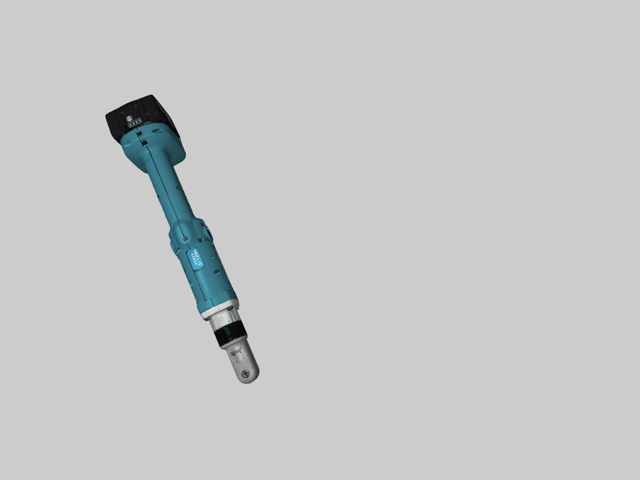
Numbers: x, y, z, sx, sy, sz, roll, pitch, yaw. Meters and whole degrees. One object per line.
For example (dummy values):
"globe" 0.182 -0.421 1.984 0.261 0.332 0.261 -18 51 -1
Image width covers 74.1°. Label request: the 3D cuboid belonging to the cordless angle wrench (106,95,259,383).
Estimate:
"cordless angle wrench" -0.181 0.000 0.595 0.074 0.422 0.098 -25 -10 -3
